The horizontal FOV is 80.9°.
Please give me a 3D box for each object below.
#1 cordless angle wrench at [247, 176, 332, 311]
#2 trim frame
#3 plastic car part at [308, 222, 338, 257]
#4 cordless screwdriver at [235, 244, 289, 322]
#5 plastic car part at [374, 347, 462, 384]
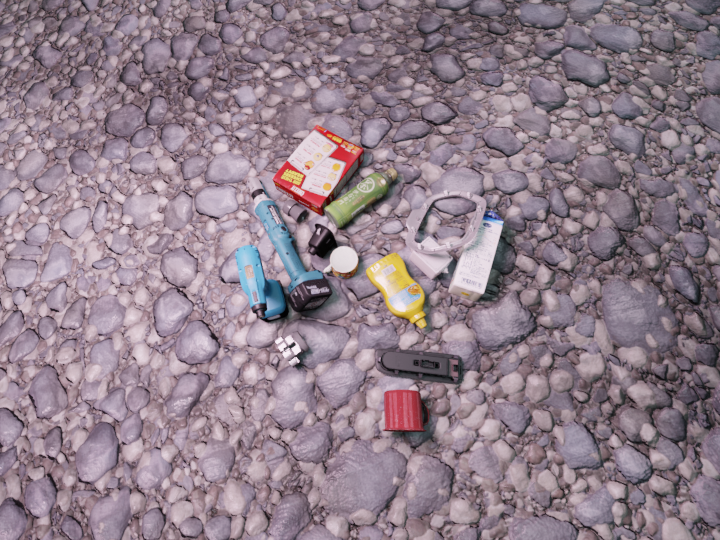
[{"bbox_3d":[-0.212,-0.092,1.112,0.093,0.075,0.440,-3,53,-45],"label":"cordless angle wrench"},{"bbox_3d":[0.209,-0.129,1.061,0.193,0.026,0.249,4,49,34],"label":"trim frame"},{"bbox_3d":[-0.105,-0.069,1.077,0.068,0.113,0.071,32,81,12],"label":"plastic car part"},{"bbox_3d":[-0.220,0.061,0.966,0.074,0.241,0.165,-17,66,-5],"label":"cordless screwdriver"},{"bbox_3d":[0.133,0.218,0.976,0.206,0.065,0.067,5,78,9],"label":"plastic car part"}]
